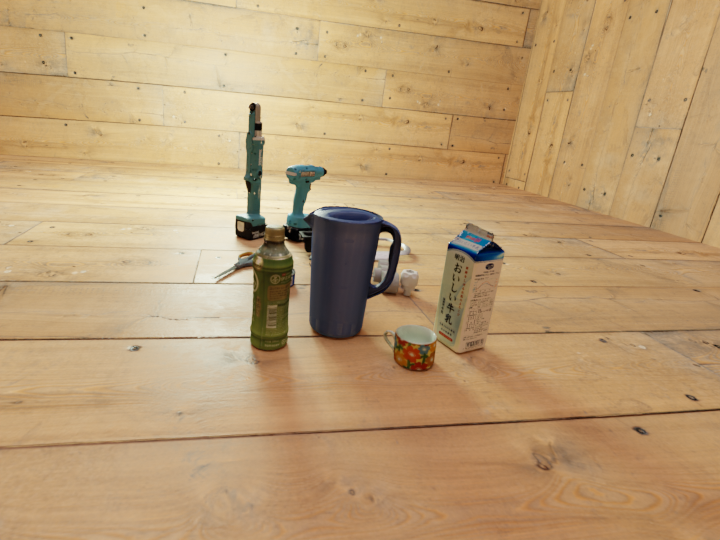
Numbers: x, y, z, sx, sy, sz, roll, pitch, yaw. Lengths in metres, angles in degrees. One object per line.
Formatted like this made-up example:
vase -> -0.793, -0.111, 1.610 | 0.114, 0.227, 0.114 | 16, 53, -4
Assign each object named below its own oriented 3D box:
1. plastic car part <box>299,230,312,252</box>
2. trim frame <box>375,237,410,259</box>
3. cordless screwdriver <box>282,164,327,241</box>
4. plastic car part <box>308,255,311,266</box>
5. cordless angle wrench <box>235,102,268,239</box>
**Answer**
plastic car part -> -0.124, -0.081, 1.272 | 0.114, 0.070, 0.068 | 0, 19, -14
trim frame -> 0.037, -0.073, 1.349 | 0.244, 0.027, 0.191 | 1, 20, -12
cordless screwdriver -> -0.180, -0.225, 1.396 | 0.078, 0.245, 0.153 | 21, 23, 38
plastic car part -> -0.094, -0.028, 1.137 | 0.067, 0.066, 0.205 | 6, 20, 1
cordless angle wrench -> -0.339, -0.310, 1.341 | 0.078, 0.416, 0.094 | 18, 21, 31
